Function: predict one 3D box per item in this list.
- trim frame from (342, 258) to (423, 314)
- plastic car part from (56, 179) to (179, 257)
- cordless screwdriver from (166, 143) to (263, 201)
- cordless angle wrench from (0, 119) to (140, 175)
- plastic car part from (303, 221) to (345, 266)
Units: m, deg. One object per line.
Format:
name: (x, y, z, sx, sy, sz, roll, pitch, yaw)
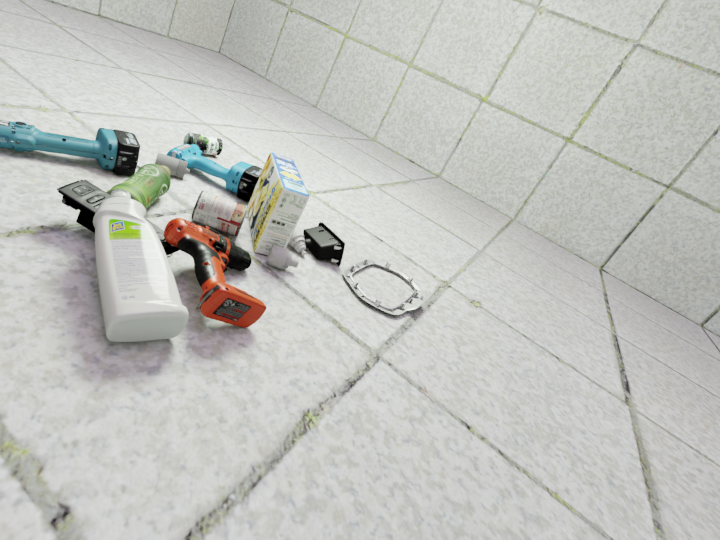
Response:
trim frame: (0.060, 0.032, 0.989, 0.191, 0.027, 0.241, 35, 24, 17)
plastic car part: (-0.398, -0.070, 0.698, 0.201, 0.067, 0.067, 29, 17, -4)
cordless screwdriver: (-0.371, -0.273, 1.123, 0.248, 0.074, 0.161, 21, 25, -3)
cordless angle wrench: (-0.664, -0.262, 0.827, 0.403, 0.074, 0.103, 0, 36, -40)
plastic car part: (-0.097, -0.064, 0.996, 0.068, 0.065, 0.123, -12, 40, -34)
